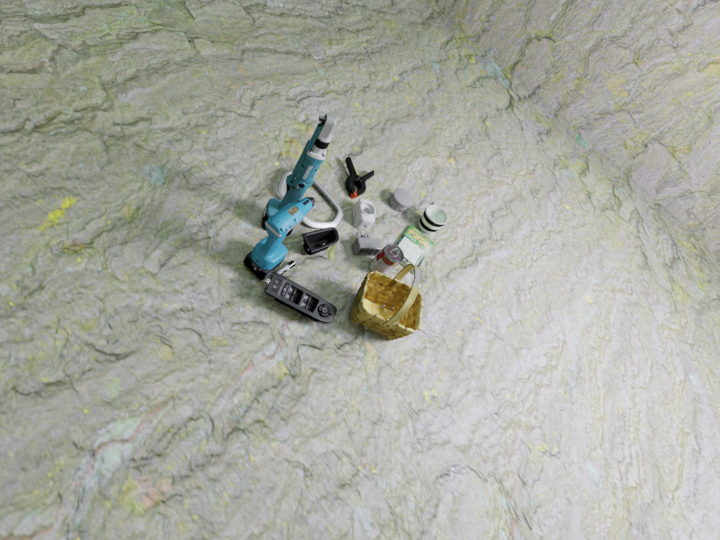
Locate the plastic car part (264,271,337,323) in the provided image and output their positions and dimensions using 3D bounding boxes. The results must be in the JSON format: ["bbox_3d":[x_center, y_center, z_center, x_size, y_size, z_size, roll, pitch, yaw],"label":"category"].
[{"bbox_3d":[-0.160,0.084,1.115,0.200,0.067,0.067,27,50,-8],"label":"plastic car part"}]

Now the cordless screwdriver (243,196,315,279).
[{"bbox_3d":[-0.206,-0.088,1.094,0.075,0.250,0.157,44,49,1],"label":"cordless screwdriver"}]

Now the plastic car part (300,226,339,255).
[{"bbox_3d":[-0.122,-0.080,1.248,0.112,0.071,0.068,-19,70,-36],"label":"plastic car part"}]

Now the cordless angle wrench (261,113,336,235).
[{"bbox_3d":[-0.157,-0.242,1.112,0.095,0.425,0.076,16,54,-21],"label":"cordless angle wrench"}]

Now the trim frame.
[{"bbox_3d":[-0.162,-0.231,1.364,0.253,0.027,0.180,46,50,9],"label":"trim frame"}]
